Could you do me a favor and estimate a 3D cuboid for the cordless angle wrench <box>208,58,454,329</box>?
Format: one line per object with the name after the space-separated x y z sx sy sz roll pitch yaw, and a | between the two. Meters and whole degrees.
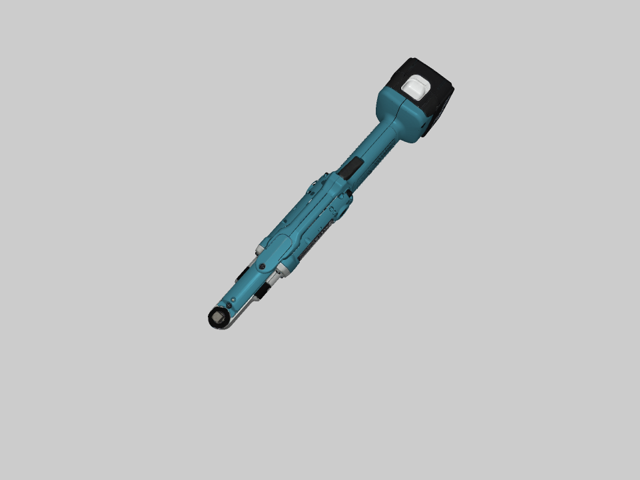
0.010 -0.053 0.543 0.074 0.422 0.098 39 -10 9 | cordless angle wrench
